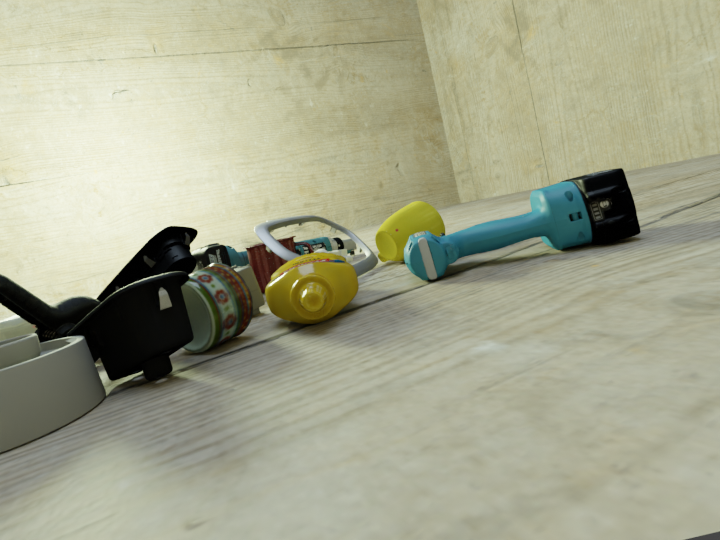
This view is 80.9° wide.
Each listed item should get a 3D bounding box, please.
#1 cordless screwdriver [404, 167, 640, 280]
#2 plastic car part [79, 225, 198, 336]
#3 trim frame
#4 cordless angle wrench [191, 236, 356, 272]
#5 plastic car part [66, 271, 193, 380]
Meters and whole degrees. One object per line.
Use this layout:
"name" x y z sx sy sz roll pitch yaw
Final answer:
"cordless screwdriver" 0.176 -0.051 0.523 0.252 0.074 0.158 -16 6 11
"plastic car part" -0.275 0.027 0.529 0.203 0.070 0.063 -49 -31 9
"trim frame" -0.068 -0.044 0.691 0.190 0.027 0.242 32 25 15
"cordless angle wrench" -0.145 -0.028 0.859 0.077 0.098 0.406 -14 2 41
"plastic car part" -0.178 0.055 0.346 0.120 0.072 0.063 -26 -9 35
